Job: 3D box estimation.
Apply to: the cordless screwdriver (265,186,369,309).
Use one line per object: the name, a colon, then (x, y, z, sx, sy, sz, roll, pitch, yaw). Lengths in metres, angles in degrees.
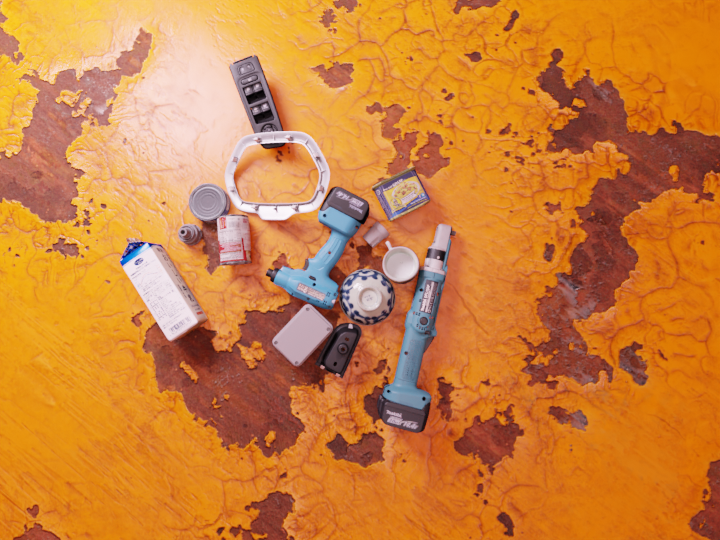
cordless screwdriver: (-0.088, -0.057, 0.897, 0.160, 0.074, 0.248, 23, 90, 3)

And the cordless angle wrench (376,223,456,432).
cordless angle wrench: (0.127, 0.106, 0.878, 0.098, 0.074, 0.424, 14, 83, 0)

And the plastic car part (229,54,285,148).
plastic car part: (-0.222, -0.358, 0.928, 0.066, 0.068, 0.203, -21, 89, -9)

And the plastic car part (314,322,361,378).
plastic car part: (-0.041, 0.164, 0.876, 0.066, 0.071, 0.116, 27, 89, -1)

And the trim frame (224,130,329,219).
trim frame: (-0.183, -0.199, 0.894, 0.256, 0.027, 0.182, 4, 99, 19)
